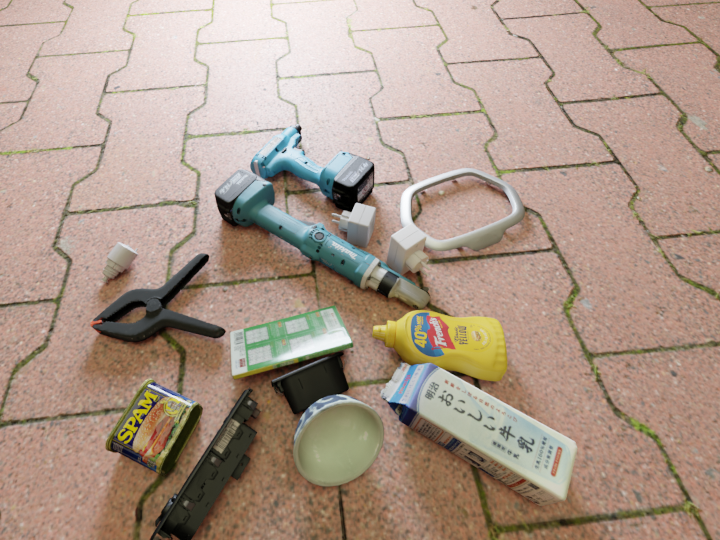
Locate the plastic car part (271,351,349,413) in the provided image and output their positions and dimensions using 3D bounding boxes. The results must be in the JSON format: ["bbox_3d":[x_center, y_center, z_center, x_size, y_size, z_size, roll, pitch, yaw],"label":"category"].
[{"bbox_3d":[-0.065,0.170,0.613,0.114,0.065,0.073,-17,73,-15],"label":"plastic car part"}]

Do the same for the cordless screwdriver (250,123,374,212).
[{"bbox_3d":[-0.087,-0.224,0.869,0.258,0.072,0.159,23,59,20],"label":"cordless screwdriver"}]

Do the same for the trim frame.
[{"bbox_3d":[0.193,-0.119,0.816,0.244,0.027,0.193,-21,57,-14],"label":"trim frame"}]

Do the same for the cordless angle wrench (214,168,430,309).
[{"bbox_3d":[-0.074,-0.048,0.753,0.438,0.072,0.097,30,61,18],"label":"cordless angle wrench"}]

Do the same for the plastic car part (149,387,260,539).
[{"bbox_3d":[-0.191,0.259,0.556,0.066,0.067,0.202,40,60,-7],"label":"plastic car part"}]
